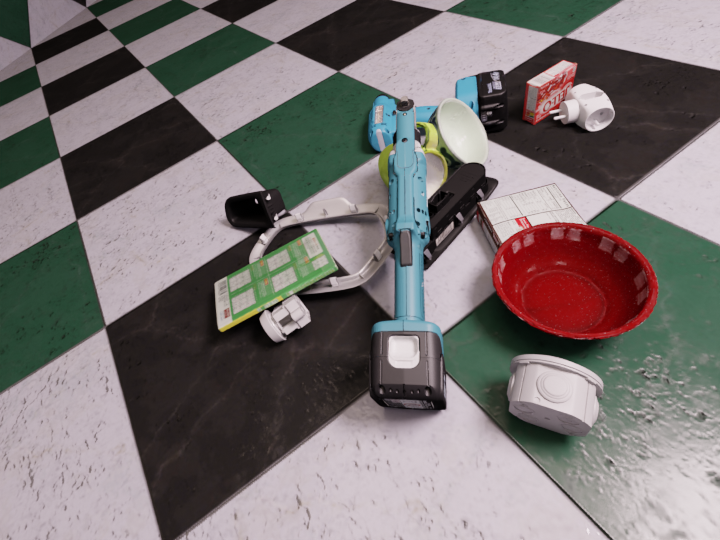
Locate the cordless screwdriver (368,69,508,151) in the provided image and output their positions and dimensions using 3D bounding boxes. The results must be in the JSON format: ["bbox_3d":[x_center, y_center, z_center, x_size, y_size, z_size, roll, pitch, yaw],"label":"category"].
[{"bbox_3d":[0.138,-0.308,0.794,0.255,0.071,0.163,-8,49,17],"label":"cordless screwdriver"}]

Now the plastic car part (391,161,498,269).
[{"bbox_3d":[0.127,-0.095,0.625,0.201,0.064,0.070,-43,44,-22],"label":"plastic car part"}]

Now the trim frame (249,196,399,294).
[{"bbox_3d":[-0.063,-0.041,0.648,0.256,0.026,0.188,-8,48,22],"label":"trim frame"}]

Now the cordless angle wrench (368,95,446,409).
[{"bbox_3d":[0.059,-0.054,0.532,0.076,0.093,0.433,-4,62,13],"label":"cordless angle wrench"}]

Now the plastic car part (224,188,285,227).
[{"bbox_3d":[-0.178,-0.114,0.735,0.122,0.064,0.069,4,31,42],"label":"plastic car part"}]
